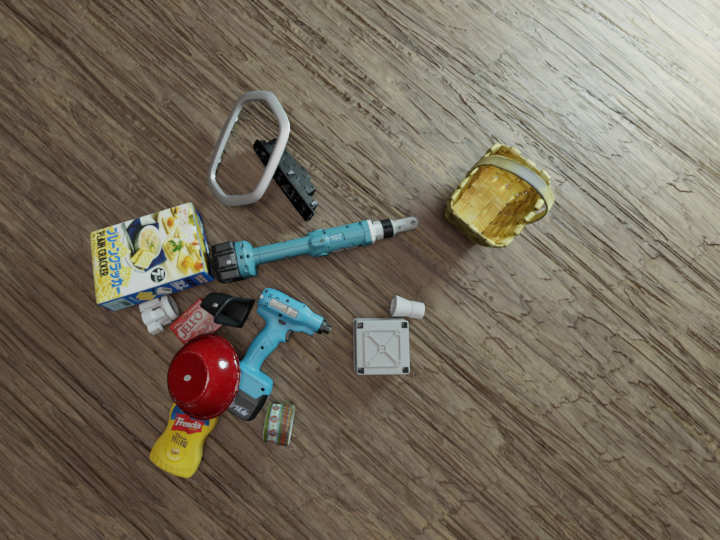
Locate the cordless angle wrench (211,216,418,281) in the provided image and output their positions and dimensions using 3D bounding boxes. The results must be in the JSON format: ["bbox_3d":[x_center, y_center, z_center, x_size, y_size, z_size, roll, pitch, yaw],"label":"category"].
[{"bbox_3d":[-0.085,-0.055,0.868,0.420,0.098,0.075,-13,85,-5],"label":"cordless angle wrench"}]

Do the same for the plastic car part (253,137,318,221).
[{"bbox_3d":[-0.151,-0.203,0.891,0.066,0.066,0.204,-40,87,-14],"label":"plastic car part"}]

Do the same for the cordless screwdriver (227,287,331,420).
[{"bbox_3d":[-0.176,0.177,0.854,0.160,0.074,0.249,26,82,2],"label":"cordless screwdriver"}]

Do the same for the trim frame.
[{"bbox_3d":[-0.236,-0.248,0.870,0.193,0.026,0.247,31,103,26],"label":"trim frame"}]

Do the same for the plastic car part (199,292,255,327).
[{"bbox_3d":[-0.276,0.071,0.849,0.074,0.112,0.066,23,86,21],"label":"plastic car part"}]
